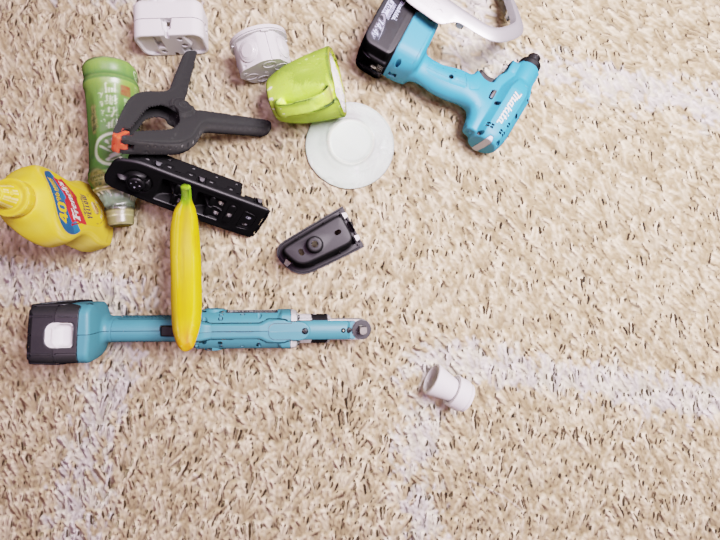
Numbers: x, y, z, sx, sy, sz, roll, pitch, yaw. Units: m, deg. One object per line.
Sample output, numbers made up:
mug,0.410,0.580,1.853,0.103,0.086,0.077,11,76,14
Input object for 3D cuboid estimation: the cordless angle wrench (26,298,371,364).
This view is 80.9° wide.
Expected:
cordless angle wrench,-0.196,0.078,0.560,0.419,0.099,0.074,0,88,-6

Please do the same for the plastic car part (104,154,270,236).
plastic car part,-0.221,-0.110,0.554,0.194,0.067,0.069,15,57,-27

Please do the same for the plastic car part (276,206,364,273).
plastic car part,-0.056,-0.037,0.575,0.116,0.071,0.066,-29,90,-7

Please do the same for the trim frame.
trim frame,0.123,-0.401,0.591,0.248,0.028,0.184,35,55,-2

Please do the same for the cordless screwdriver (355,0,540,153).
cordless screwdriver,0.129,-0.296,0.599,0.247,0.075,0.159,33,84,-4
